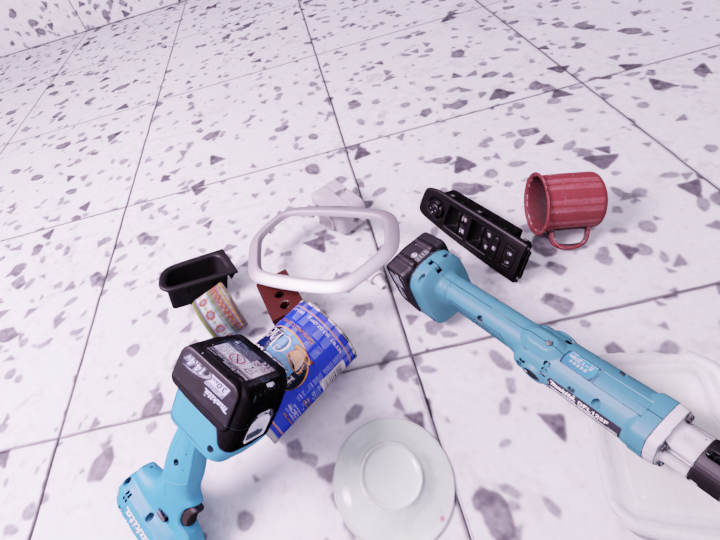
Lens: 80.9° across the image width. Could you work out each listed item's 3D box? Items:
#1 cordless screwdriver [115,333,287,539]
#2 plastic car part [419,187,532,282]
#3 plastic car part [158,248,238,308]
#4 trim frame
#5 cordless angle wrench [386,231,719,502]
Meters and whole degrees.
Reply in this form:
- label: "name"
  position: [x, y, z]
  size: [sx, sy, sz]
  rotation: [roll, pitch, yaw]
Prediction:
- label: "cordless screwdriver"
  position: [-0.152, 0.200, 0.423]
  size: [0.167, 0.071, 0.248]
  rotation: [36, 106, 26]
- label: "plastic car part"
  position: [0.175, -0.072, 0.642]
  size: [0.066, 0.064, 0.215]
  rotation: [-29, 48, -24]
- label: "plastic car part"
  position: [-0.261, 0.023, 0.679]
  size: [0.113, 0.069, 0.070]
  rotation: [-22, 46, -26]
- label: "trim frame"
  position: [-0.062, -0.040, 0.630]
  size: [0.260, 0.026, 0.185]
  rotation: [4, 51, 29]
- label: "cordless angle wrench"
  position: [0.191, 0.088, 0.430]
  size: [0.074, 0.093, 0.448]
  rotation: [-41, 42, -10]
